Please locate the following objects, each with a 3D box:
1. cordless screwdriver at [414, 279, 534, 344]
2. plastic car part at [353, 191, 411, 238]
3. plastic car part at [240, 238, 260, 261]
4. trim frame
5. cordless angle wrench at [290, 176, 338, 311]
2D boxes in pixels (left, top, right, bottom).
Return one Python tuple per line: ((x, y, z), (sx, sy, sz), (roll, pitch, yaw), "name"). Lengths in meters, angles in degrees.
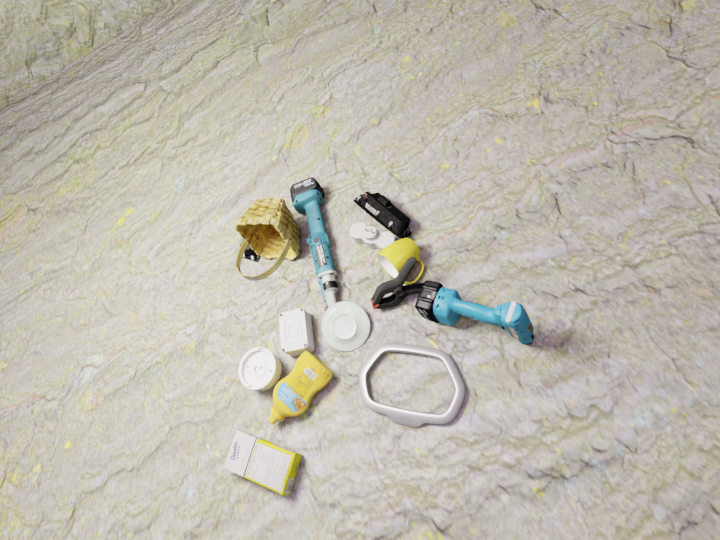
((0.263, 0.104, 0.971), (0.262, 0.150, 0.074), (12, 66, 41), "cordless screwdriver")
((0.073, -0.167, 1.194), (0.213, 0.063, 0.066), (48, 129, 29), "plastic car part")
((-0.337, -0.096, 1.322), (0.069, 0.067, 0.117), (15, 74, 23), "plastic car part")
((0.115, 0.267, 0.995), (0.257, 0.026, 0.187), (3, 66, 21), "trim frame")
((-0.121, -0.079, 1.232), (0.099, 0.071, 0.438), (-21, 62, 10), "cordless angle wrench")
